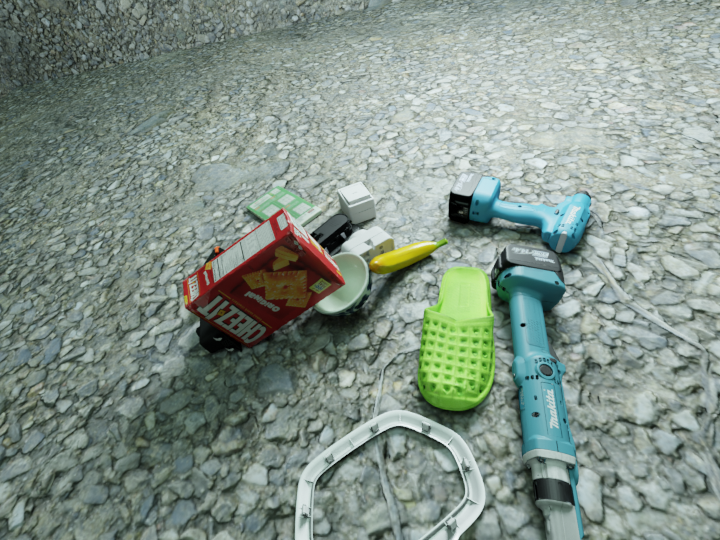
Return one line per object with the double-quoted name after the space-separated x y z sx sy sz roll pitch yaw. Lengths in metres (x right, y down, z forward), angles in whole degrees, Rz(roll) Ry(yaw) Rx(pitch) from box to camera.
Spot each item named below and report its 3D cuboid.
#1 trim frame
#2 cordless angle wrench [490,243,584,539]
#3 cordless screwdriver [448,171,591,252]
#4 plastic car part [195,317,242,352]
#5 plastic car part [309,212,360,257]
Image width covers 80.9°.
0.031 0.280 0.526 0.245 0.026 0.195 -28 45 -15 "trim frame"
0.242 0.145 0.572 0.099 0.072 0.431 9 50 3 "cordless angle wrench"
0.314 -0.134 0.840 0.261 0.071 0.158 22 54 29 "cordless screwdriver"
-0.267 0.103 0.774 0.071 0.062 0.122 -32 41 1 "plastic car part"
-0.086 -0.056 0.883 0.200 0.064 0.070 -39 42 -27 "plastic car part"
